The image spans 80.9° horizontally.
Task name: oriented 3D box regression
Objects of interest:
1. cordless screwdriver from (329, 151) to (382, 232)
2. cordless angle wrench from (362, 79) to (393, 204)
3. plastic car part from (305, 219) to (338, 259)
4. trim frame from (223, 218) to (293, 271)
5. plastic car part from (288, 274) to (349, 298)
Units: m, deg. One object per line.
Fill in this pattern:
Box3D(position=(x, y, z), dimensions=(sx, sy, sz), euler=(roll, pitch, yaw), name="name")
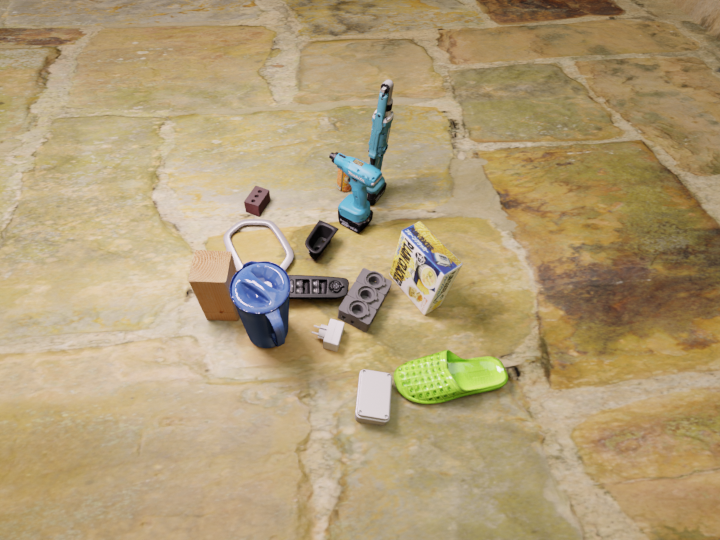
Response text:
Box3D(position=(-0.028, -0.232, 1.244), dimensions=(0.165, 0.242, 0.074), euler=(33, 59, 16), name="cordless screwdriver")
Box3D(position=(0.051, -0.364, 1.234), dimensions=(0.077, 0.412, 0.097), euler=(30, 59, 13), name="cordless angle wrench")
Box3D(position=(-0.121, -0.079, 1.242), dimensions=(0.068, 0.069, 0.116), euler=(24, 58, 12), name="plastic car part")
Box3D(position=(-0.307, -0.062, 1.252), dimensions=(0.181, 0.027, 0.260), euler=(-26, 60, -18), name="trim frame")
Box3D(position=(-0.132, 0.054, 1.152), dimensions=(0.202, 0.065, 0.068), euler=(-1, 56, -2), name="plastic car part")
